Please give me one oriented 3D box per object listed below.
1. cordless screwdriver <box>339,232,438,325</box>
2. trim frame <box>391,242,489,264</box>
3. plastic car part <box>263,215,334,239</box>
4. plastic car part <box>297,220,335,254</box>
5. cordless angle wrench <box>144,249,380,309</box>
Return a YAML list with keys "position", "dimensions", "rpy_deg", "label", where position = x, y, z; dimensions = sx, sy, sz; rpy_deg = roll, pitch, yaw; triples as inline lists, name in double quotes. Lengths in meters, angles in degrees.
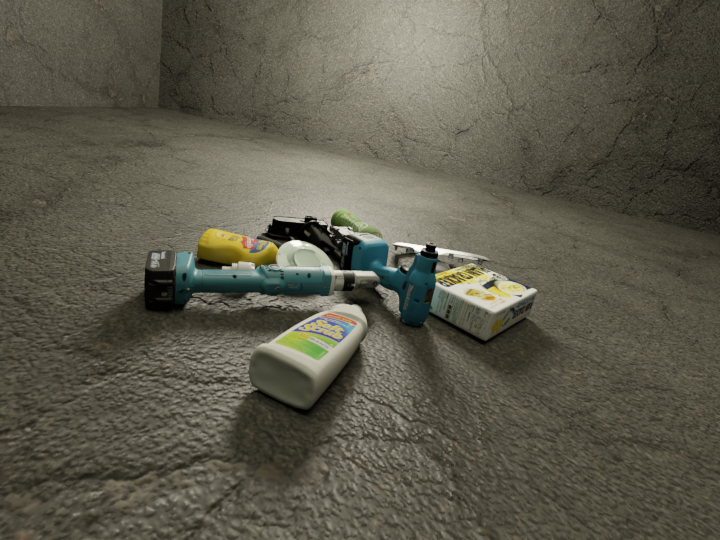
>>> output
- position: [0.057, -0.017, 0.856]
  dimensions: [0.071, 0.157, 0.263]
  rpy_deg: [-4, 25, -34]
  label: "cordless screwdriver"
- position: [0.198, -0.042, 1.071]
  dimensions: [0.260, 0.027, 0.176]
  rpy_deg: [13, 2, 29]
  label: "trim frame"
- position: [-0.152, -0.111, 1.112]
  dimensions: [0.197, 0.066, 0.069]
  rpy_deg: [0, 32, -19]
  label: "plastic car part"
- position: [-0.096, -0.063, 0.986]
  dimensions: [0.073, 0.066, 0.112]
  rpy_deg: [53, 5, 18]
  label: "plastic car part"
- position: [-0.160, 0.017, 0.764]
  dimensions: [0.411, 0.073, 0.102]
  rpy_deg: [1, 24, -18]
  label: "cordless angle wrench"
